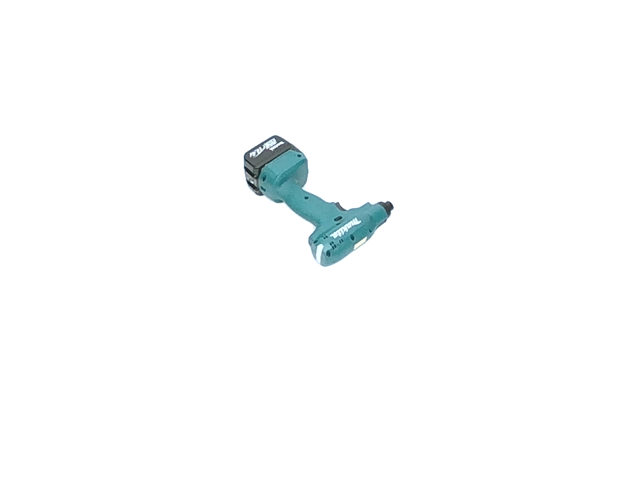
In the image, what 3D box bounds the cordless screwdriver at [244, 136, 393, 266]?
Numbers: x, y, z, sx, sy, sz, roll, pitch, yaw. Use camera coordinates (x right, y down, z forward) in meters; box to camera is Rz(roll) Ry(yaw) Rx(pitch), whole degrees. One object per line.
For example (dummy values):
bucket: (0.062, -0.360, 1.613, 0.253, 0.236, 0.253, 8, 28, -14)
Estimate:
cordless screwdriver: (-0.007, -0.080, 0.720, 0.158, 0.249, 0.074, -34, -26, -23)
